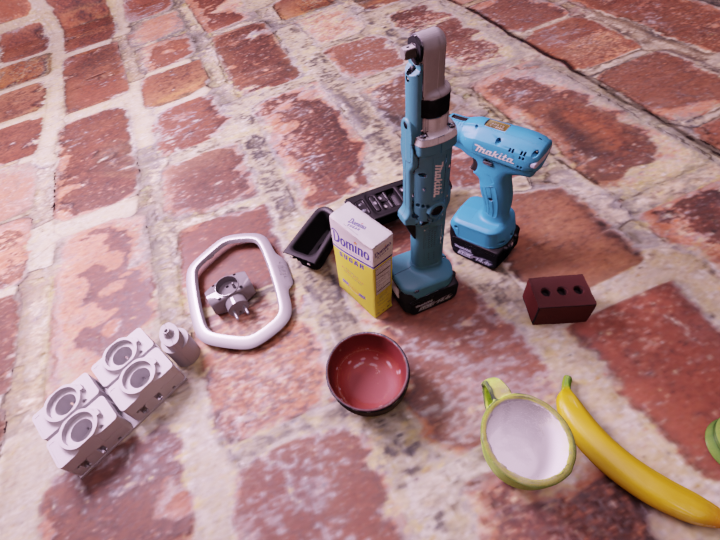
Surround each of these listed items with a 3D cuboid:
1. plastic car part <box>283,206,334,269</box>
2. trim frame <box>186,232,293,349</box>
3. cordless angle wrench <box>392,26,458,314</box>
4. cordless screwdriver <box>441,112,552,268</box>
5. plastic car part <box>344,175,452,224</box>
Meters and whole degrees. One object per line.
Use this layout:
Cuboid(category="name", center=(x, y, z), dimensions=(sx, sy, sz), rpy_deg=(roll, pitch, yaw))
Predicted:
Cuboid(category="plastic car part", center=(-0.073, -0.048, 0.748), dimensions=(0.069, 0.068, 0.116), rpy_deg=(20, 58, 22))
Cuboid(category="trim frame", center=(-0.213, 0.029, 0.744), dimensions=(0.183, 0.026, 0.261), rpy_deg=(-22, 52, -6))
Cuboid(category="cordless angle wrench", center=(0.081, -0.090, 0.533), dimensions=(0.097, 0.406, 0.078), rpy_deg=(-21, 53, -9))
Cuboid(category="cordless screwdriver", center=(0.178, -0.122, 0.646), dimensions=(0.167, 0.239, 0.074), rpy_deg=(32, 62, 28))
Cuboid(category="plastic car part", center=(0.076, -0.126, 0.781), dimensions=(0.201, 0.064, 0.070), rpy_deg=(-24, 53, -8))
